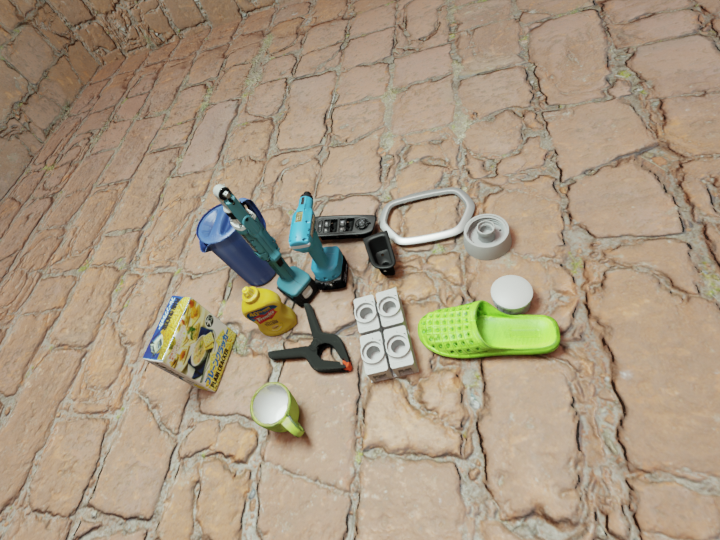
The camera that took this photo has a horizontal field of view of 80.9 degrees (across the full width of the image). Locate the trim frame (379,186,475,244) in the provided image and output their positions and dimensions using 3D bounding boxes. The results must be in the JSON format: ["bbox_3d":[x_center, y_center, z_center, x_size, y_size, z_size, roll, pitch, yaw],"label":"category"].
[{"bbox_3d":[0.172,-0.147,1.115,0.254,0.026,0.190,-13,53,15],"label":"trim frame"}]

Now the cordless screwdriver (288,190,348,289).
[{"bbox_3d":[-0.102,-0.067,1.044,0.076,0.236,0.163,-8,54,16],"label":"cordless screwdriver"}]

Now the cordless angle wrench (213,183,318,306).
[{"bbox_3d":[-0.218,-0.053,0.978,0.103,0.401,0.074,30,71,35],"label":"cordless angle wrench"}]

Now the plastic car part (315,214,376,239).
[{"bbox_3d":[-0.053,-0.113,1.166,0.210,0.063,0.067,-4,56,21],"label":"plastic car part"}]

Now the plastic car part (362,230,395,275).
[{"bbox_3d":[0.056,-0.031,1.058,0.067,0.067,0.121,-21,51,8],"label":"plastic car part"}]
